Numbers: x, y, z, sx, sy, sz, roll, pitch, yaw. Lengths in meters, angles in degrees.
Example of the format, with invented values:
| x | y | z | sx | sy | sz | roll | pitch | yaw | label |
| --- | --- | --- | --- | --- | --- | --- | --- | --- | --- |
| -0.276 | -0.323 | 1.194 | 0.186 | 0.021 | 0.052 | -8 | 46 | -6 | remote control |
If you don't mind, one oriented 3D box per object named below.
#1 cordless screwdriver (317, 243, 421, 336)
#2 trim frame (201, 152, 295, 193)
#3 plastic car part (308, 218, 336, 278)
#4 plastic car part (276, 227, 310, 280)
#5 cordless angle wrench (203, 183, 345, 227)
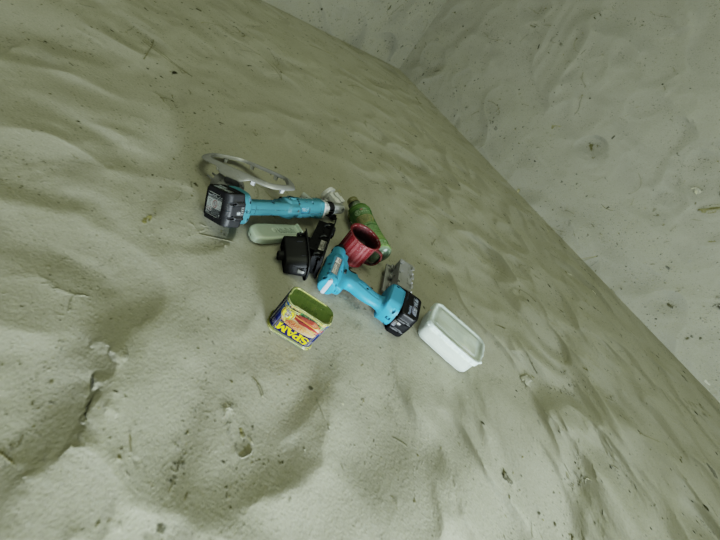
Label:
| x | y | z | sx | sy | sz | roll | pitch | yaw | label |
| --- | --- | --- | --- | --- | --- | --- | --- | --- | --- |
| 0.021 | 0.038 | 1.006 | 0.246 | 0.074 | 0.161 | 30 | 38 | -7 | cordless screwdriver |
| -0.274 | -0.242 | 1.044 | 0.254 | 0.027 | 0.181 | 26 | 19 | 10 | trim frame |
| -0.102 | -0.066 | 1.038 | 0.068 | 0.065 | 0.204 | 14 | 35 | 5 | plastic car part |
| -0.154 | -0.036 | 0.954 | 0.069 | 0.065 | 0.121 | 8 | 45 | -18 | plastic car part |
| -0.177 | -0.155 | 1.035 | 0.103 | 0.073 | 0.404 | 27 | 21 | 34 | cordless angle wrench |
